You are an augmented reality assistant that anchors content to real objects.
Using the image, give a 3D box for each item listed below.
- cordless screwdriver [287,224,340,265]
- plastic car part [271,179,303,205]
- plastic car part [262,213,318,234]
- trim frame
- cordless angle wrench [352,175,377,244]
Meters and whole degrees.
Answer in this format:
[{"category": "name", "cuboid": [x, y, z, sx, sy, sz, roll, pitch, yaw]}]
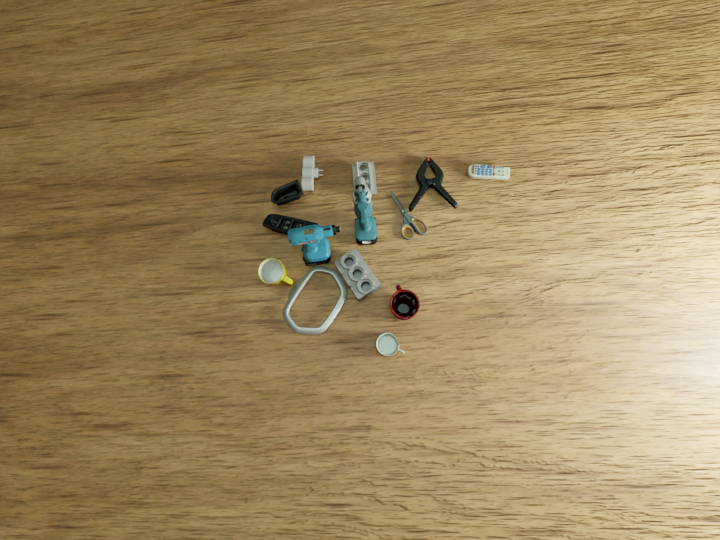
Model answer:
[{"category": "cordless screwdriver", "cuboid": [-0.134, -0.088, 1.373, 0.160, 0.242, 0.076, -9, 75, 2]}, {"category": "plastic car part", "cuboid": [-0.267, -0.272, 1.542, 0.117, 0.069, 0.068, -22, 73, 0]}, {"category": "plastic car part", "cuboid": [-0.248, -0.153, 1.504, 0.208, 0.065, 0.067, 16, 76, 12]}, {"category": "trim frame", "cuboid": [-0.155, 0.100, 1.431, 0.190, 0.027, 0.248, 29, 79, 16]}, {"category": "cordless angle wrench", "cuboid": [0.009, -0.184, 1.292, 0.075, 0.412, 0.100, -4, 75, 3]}]
